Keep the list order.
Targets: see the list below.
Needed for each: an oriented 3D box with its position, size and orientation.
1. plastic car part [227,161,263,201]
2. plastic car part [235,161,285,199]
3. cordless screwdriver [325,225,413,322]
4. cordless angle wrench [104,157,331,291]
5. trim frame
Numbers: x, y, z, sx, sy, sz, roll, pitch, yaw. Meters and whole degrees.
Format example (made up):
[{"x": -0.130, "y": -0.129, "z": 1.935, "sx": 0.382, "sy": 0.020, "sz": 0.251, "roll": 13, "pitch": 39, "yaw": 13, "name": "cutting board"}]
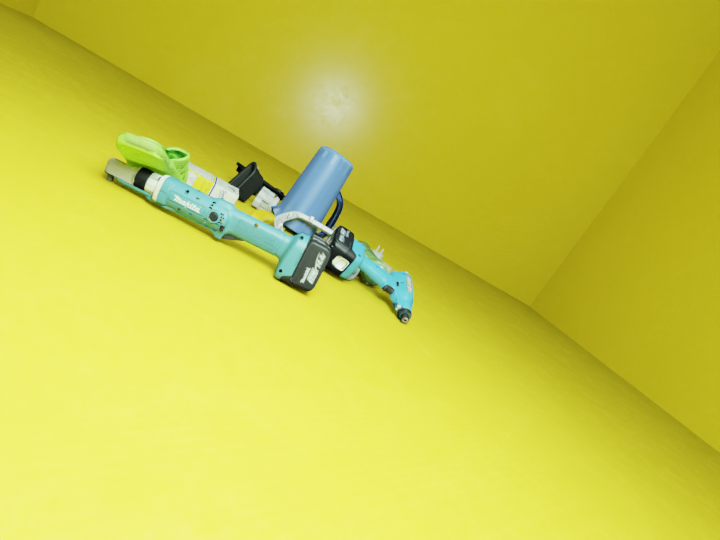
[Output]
[{"x": -0.310, "y": -0.233, "z": 1.159, "sx": 0.070, "sy": 0.116, "sz": 0.067, "roll": 44, "pitch": -6, "yaw": 46, "name": "plastic car part"}, {"x": -0.315, "y": -0.264, "z": 1.339, "sx": 0.191, "sy": 0.067, "sz": 0.070, "roll": 26, "pitch": 5, "yaw": -43, "name": "plastic car part"}, {"x": 0.021, "y": 0.013, "z": 0.973, "sx": 0.242, "sy": 0.075, "sz": 0.163, "roll": 33, "pitch": 29, "yaw": -15, "name": "cordless screwdriver"}, {"x": -0.257, "y": -0.097, "z": 0.758, "sx": 0.419, "sy": 0.098, "sz": 0.075, "roll": 27, "pitch": 9, "yaw": -4, "name": "cordless angle wrench"}, {"x": -0.102, "y": -0.067, "z": 1.042, "sx": 0.242, "sy": 0.028, "sz": 0.188, "roll": 31, "pitch": 33, "yaw": -14, "name": "trim frame"}]
